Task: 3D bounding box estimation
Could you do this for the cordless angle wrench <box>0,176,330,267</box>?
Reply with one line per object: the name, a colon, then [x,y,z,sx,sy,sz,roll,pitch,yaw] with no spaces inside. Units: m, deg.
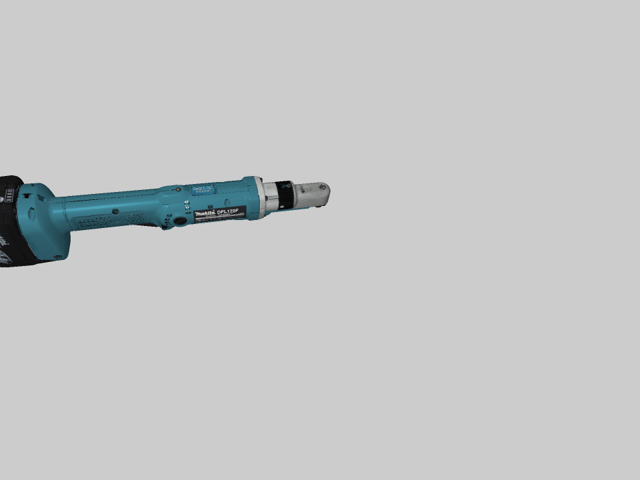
cordless angle wrench: [-0.187,-0.043,0.552,0.422,0.074,0.098,-8,-34,-17]
